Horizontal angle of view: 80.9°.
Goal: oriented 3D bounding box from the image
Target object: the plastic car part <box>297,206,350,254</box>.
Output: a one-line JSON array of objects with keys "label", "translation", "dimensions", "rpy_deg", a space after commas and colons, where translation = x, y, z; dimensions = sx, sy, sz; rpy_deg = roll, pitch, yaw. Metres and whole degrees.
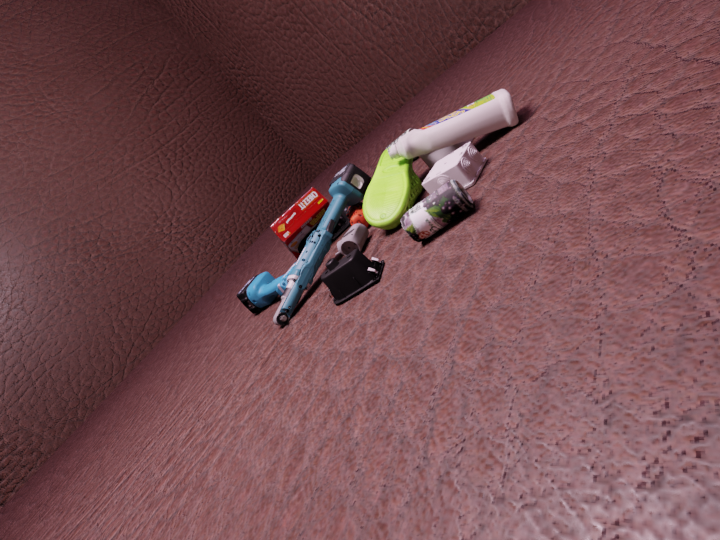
[{"label": "plastic car part", "translation": [-0.096, -0.109, 1.195], "dimensions": [0.202, 0.066, 0.067], "rpy_deg": [-45, 4, -7]}]

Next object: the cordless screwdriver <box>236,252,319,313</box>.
[{"label": "cordless screwdriver", "translation": [-0.214, 0.026, 1.120], "dimensions": [0.257, 0.072, 0.159], "rpy_deg": [-20, 27, 45]}]

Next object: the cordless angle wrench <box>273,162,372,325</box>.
[{"label": "cordless angle wrench", "translation": [-0.095, -0.062, 0.976], "dimensions": [0.101, 0.072, 0.425], "rpy_deg": [-23, 38, 59]}]

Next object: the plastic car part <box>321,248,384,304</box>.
[{"label": "plastic car part", "translation": [-0.026, 0.005, 0.737], "dimensions": [0.119, 0.069, 0.066], "rpy_deg": [-31, 16, 29]}]
